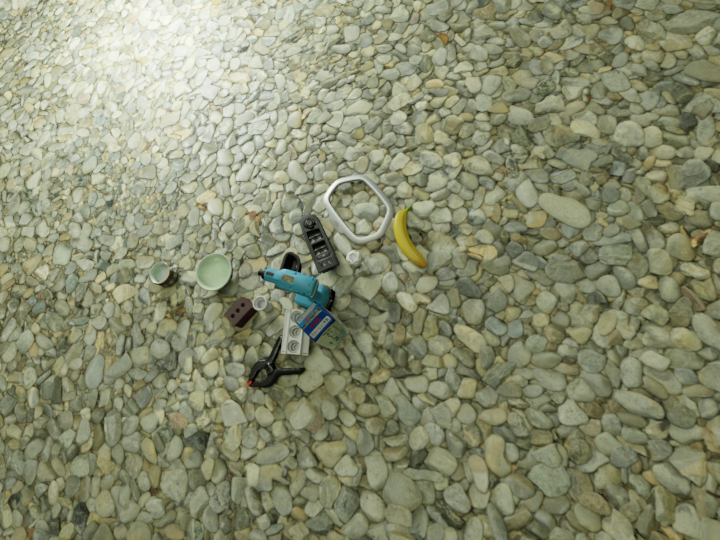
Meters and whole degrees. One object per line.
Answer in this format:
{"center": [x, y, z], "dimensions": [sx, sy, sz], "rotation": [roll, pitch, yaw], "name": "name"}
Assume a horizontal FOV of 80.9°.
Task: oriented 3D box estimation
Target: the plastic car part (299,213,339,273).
{"center": [-0.124, -0.081, 1.266], "dimensions": [0.067, 0.064, 0.210], "rotation": [-27, 67, 4], "name": "plastic car part"}

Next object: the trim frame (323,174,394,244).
{"center": [-0.010, -0.190, 1.292], "dimensions": [0.184, 0.026, 0.259], "rotation": [-37, 66, 1], "name": "trim frame"}

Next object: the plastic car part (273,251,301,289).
{"center": [-0.203, 0.010, 1.255], "dimensions": [0.068, 0.068, 0.117], "rotation": [10, 75, 16], "name": "plastic car part"}

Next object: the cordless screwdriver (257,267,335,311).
{"center": [-0.165, 0.050, 1.138], "dimensions": [0.165, 0.239, 0.075], "rotation": [15, 77, 17], "name": "cordless screwdriver"}
